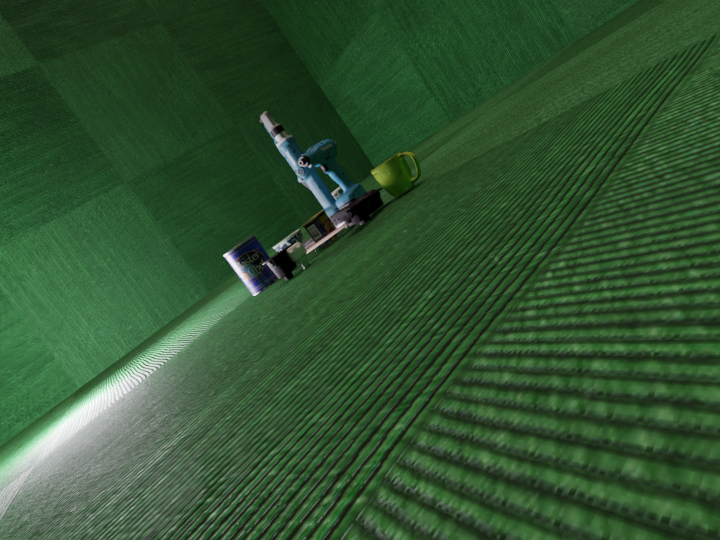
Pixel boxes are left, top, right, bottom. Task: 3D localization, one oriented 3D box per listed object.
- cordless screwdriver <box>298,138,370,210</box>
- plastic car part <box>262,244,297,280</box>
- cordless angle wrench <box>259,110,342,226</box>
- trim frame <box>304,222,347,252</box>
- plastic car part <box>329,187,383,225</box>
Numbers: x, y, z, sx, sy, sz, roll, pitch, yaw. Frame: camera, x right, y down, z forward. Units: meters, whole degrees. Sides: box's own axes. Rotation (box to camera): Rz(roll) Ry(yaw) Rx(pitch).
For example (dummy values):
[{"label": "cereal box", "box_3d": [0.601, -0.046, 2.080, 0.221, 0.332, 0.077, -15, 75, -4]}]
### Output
[{"label": "cordless screwdriver", "box_3d": [-0.070, -0.253, 1.219, 0.076, 0.246, 0.157, -29, 9, 44]}, {"label": "plastic car part", "box_3d": [-0.186, -0.011, 1.009, 0.066, 0.070, 0.117, -34, 10, 10]}, {"label": "cordless angle wrench", "box_3d": [-0.173, -0.307, 1.298, 0.100, 0.418, 0.073, -31, 7, 33]}, {"label": "trim frame", "box_3d": [-0.115, -0.075, 1.177, 0.246, 0.027, 0.189, -39, 12, -19]}, {"label": "plastic car part", "box_3d": [0.007, -0.159, 1.069, 0.068, 0.066, 0.200, -28, 13, 39]}]
